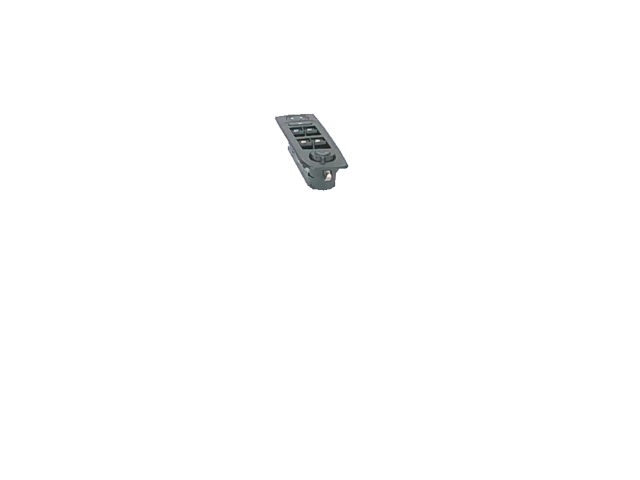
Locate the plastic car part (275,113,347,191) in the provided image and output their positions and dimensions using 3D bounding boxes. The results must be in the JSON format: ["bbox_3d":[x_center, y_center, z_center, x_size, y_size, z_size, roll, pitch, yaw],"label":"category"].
[{"bbox_3d":[-0.019,-0.133,0.639,0.066,0.067,0.203,-2,32,-19],"label":"plastic car part"}]
